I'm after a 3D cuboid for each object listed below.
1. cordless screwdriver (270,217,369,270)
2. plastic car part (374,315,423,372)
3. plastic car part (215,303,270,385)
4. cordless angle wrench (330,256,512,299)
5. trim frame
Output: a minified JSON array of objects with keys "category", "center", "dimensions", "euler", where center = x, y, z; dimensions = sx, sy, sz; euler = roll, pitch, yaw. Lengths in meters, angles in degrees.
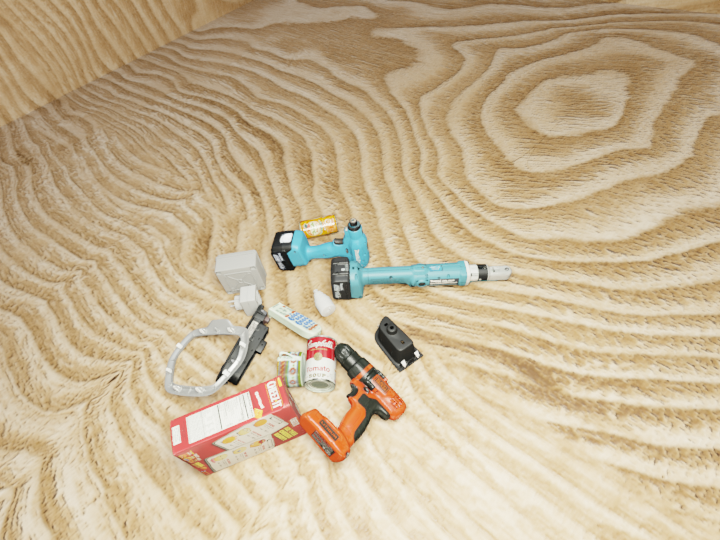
[{"category":"cordless screwdriver","center":[-0.106,-0.069,1.086],"dimensions":[0.254,0.152,0.076],"euler":[0,50,13]},{"category":"plastic car part","center":[0.074,0.148,0.921],"dimensions":[0.065,0.068,0.123],"euler":[-30,54,-18]},{"category":"plastic car part","center":[-0.261,0.180,0.974],"dimensions":[0.067,0.066,0.203],"euler":[31,57,0]},{"category":"cordless angle wrench","center":[0.142,0.012,1.012],"dimensions":[0.427,0.094,0.076],"euler":[-3,53,5]},{"category":"trim frame","center":[-0.351,0.192,0.950],"dimensions":[0.258,0.026,0.186],"euler":[-9,46,33]}]
